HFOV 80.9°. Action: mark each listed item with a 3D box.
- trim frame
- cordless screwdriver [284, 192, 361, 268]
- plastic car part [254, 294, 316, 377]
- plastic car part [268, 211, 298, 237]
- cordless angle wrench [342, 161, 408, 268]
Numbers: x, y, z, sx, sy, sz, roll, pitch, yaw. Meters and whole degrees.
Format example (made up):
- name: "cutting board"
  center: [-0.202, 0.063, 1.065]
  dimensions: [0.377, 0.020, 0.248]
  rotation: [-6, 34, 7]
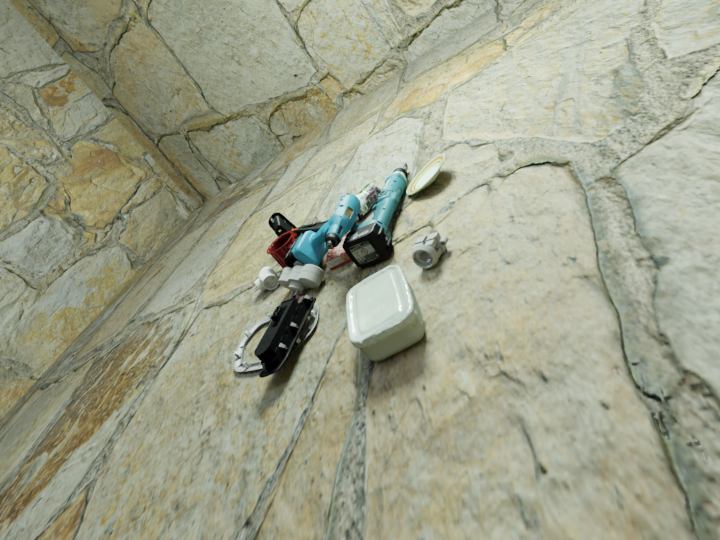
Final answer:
- name: "trim frame"
  center: [-0.191, 0.141, 0.930]
  dimensions: [0.256, 0.026, 0.185]
  rotation: [-21, 30, 36]
- name: "cordless screwdriver"
  center: [-0.098, -0.064, 0.998]
  dimensions: [0.253, 0.072, 0.160]
  rotation: [-38, 22, 46]
- name: "plastic car part"
  center: [-0.153, 0.116, 0.837]
  dimensions: [0.068, 0.064, 0.205]
  rotation: [-15, 36, 29]
- name: "plastic car part"
  center: [-0.243, -0.123, 1.341]
  dimensions: [0.066, 0.110, 0.074]
  rotation: [-33, 48, 11]
- name: "cordless angle wrench"
  center: [0.066, -0.170, 1.051]
  dimensions: [0.101, 0.072, 0.425]
  rotation: [-23, 28, 34]
